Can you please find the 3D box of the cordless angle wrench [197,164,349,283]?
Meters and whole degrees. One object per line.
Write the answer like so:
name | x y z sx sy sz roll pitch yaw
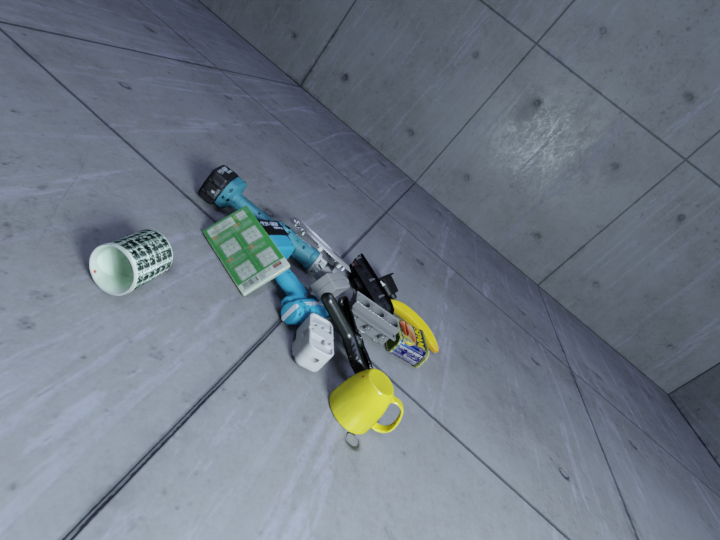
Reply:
cordless angle wrench | -0.193 -0.088 1.021 0.417 0.075 0.099 39 20 -7

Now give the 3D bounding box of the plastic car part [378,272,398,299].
plastic car part | 0.074 0.051 1.179 0.072 0.067 0.112 62 25 10

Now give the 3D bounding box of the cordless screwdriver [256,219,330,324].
cordless screwdriver | -0.150 0.006 0.914 0.151 0.075 0.259 5 44 -55

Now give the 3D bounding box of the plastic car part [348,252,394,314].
plastic car part | 0.020 0.046 1.097 0.064 0.066 0.213 1 43 -41

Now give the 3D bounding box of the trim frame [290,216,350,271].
trim frame | -0.104 -0.068 1.068 0.177 0.027 0.258 44 2 -24
